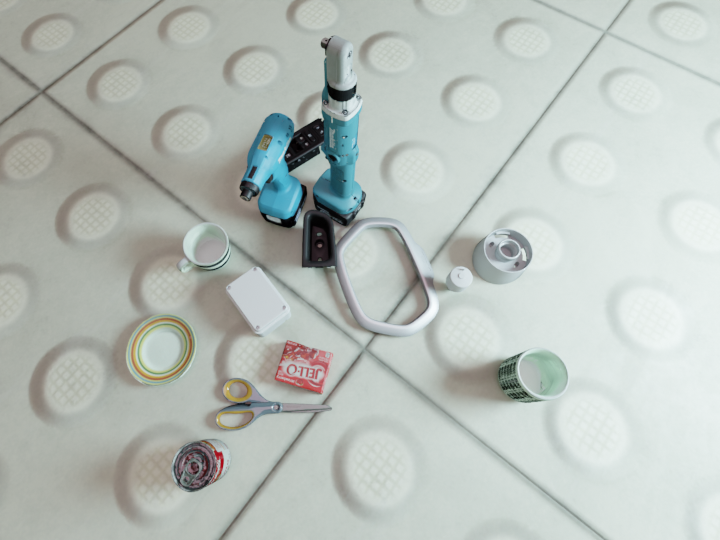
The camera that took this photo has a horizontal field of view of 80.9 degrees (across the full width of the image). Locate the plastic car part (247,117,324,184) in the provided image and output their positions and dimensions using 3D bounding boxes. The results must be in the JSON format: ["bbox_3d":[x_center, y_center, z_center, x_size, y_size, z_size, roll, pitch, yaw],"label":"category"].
[{"bbox_3d":[-0.152,-0.248,0.911,0.201,0.065,0.068,-33,73,-11],"label":"plastic car part"}]

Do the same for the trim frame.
[{"bbox_3d":[0.050,0.008,0.820,0.183,0.027,0.256,-19,69,-6],"label":"trim frame"}]

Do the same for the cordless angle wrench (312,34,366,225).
[{"bbox_3d":[-0.034,-0.206,0.702,0.100,0.414,0.074,33,72,8],"label":"cordless angle wrench"}]

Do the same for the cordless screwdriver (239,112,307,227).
[{"bbox_3d":[-0.161,-0.150,0.777,0.075,0.243,0.160,18,70,4],"label":"cordless screwdriver"}]

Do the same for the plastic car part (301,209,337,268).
[{"bbox_3d":[-0.081,-0.053,0.827,0.066,0.069,0.119,-3,69,-2],"label":"plastic car part"}]
